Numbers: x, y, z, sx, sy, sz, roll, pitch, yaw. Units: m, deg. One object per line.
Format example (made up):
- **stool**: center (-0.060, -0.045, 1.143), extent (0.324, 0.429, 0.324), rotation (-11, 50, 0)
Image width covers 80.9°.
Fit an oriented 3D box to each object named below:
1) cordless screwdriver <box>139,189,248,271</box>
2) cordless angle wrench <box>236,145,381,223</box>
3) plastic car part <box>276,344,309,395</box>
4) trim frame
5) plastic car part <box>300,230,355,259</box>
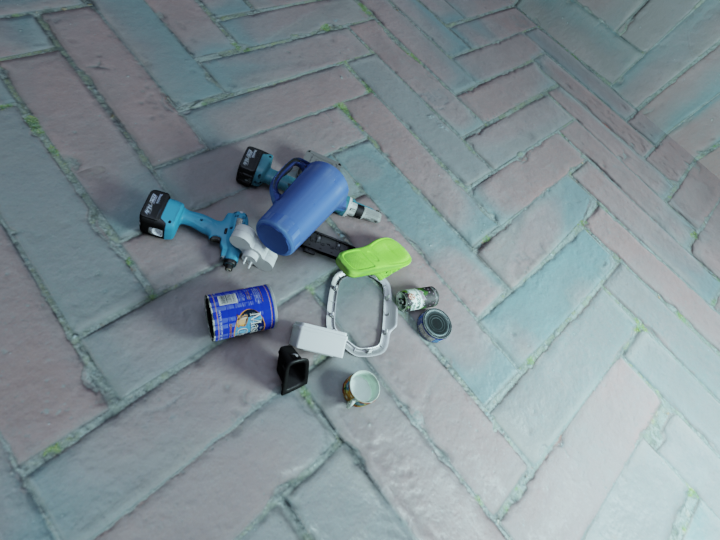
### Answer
- **cordless screwdriver**: center (-0.402, -0.093, 1.019), extent (0.242, 0.074, 0.163), rotation (13, 58, -16)
- **cordless angle wrench**: center (-0.134, -0.220, 1.186), extent (0.416, 0.074, 0.099), rotation (21, 57, -9)
- **plastic car part**: center (-0.153, 0.202, 0.912), extent (0.064, 0.113, 0.075), rotation (-20, 48, -30)
- **trim frame**: center (0.006, 0.096, 1.071), extent (0.180, 0.027, 0.254), rotation (15, 55, -11)
- **plastic car part**: center (-0.108, -0.071, 1.109), extent (0.200, 0.066, 0.068), rotation (16, 72, -8)
